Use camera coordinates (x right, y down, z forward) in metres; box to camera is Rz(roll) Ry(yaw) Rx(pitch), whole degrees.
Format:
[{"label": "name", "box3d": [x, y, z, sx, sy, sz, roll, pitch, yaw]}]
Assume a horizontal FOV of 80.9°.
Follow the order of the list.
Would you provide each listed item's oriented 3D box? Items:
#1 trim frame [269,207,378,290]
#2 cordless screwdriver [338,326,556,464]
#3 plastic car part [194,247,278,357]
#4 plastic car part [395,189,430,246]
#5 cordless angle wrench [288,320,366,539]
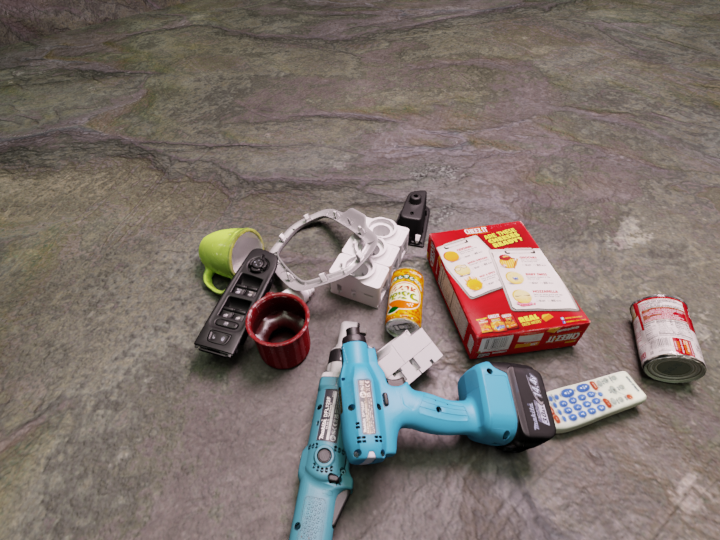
[{"label": "trim frame", "box3d": [-0.073, -0.048, 0.748, 0.183, 0.026, 0.262, -36, 33, -10]}, {"label": "cordless screwdriver", "box3d": [0.095, 0.147, 0.527, 0.245, 0.073, 0.164, 1, 56, -9]}, {"label": "plastic car part", "box3d": [-0.185, 0.053, 0.687, 0.068, 0.064, 0.205, 5, 55, 18]}, {"label": "plastic car part", "box3d": [0.102, -0.111, 0.810, 0.068, 0.068, 0.118, 11, 52, 12]}, {"label": "cordless angle wrench", "box3d": [-0.040, 0.235, 0.509, 0.099, 0.072, 0.432, 3, 46, 6]}]
